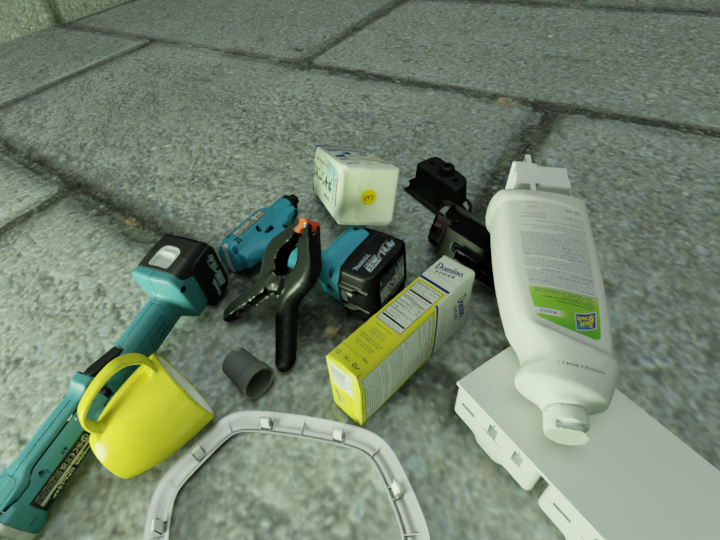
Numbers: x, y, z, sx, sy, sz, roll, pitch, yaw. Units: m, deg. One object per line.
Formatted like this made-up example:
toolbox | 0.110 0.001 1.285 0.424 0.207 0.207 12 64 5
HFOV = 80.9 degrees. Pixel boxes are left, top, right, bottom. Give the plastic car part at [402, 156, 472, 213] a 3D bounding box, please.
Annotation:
plastic car part | 0.125 -0.133 0.643 0.065 0.068 0.123 -25 45 -16

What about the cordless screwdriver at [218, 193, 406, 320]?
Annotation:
cordless screwdriver | -0.056 -0.037 0.578 0.261 0.071 0.158 17 48 28

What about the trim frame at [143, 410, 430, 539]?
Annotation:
trim frame | -0.068 0.213 0.363 0.254 0.026 0.187 5 47 11

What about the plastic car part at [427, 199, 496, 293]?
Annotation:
plastic car part | 0.159 -0.011 0.508 0.064 0.065 0.214 -13 41 -45

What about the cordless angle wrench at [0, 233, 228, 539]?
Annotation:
cordless angle wrench | -0.280 0.141 0.433 0.077 0.094 0.426 11 52 16
